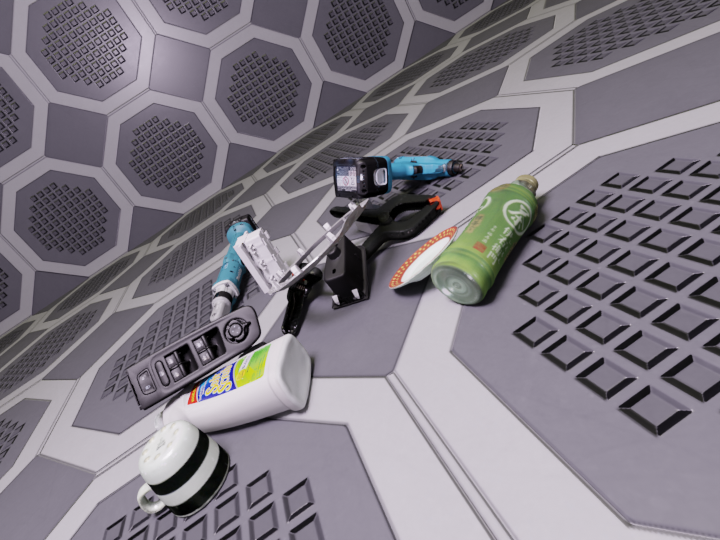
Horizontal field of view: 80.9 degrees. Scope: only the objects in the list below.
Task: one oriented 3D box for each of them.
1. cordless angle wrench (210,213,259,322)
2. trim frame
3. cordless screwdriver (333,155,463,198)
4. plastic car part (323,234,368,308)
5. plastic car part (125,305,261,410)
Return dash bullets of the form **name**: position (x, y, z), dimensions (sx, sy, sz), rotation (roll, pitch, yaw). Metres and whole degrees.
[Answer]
- **cordless angle wrench**: position (-0.303, -0.007, 1.010), dimensions (0.075, 0.094, 0.436), rotation (-26, 30, 8)
- **trim frame**: position (-0.067, -0.044, 0.688), dimensions (0.188, 0.027, 0.246), rotation (-31, 14, 39)
- **cordless screwdriver**: position (0.075, -0.194, 0.835), dimensions (0.240, 0.073, 0.168), rotation (-19, 23, -41)
- **plastic car part**: position (-0.030, -0.008, 0.682), dimensions (0.068, 0.067, 0.120), rotation (-20, 48, 24)
- **plastic car part**: position (-0.234, 0.127, 0.626), dimensions (0.202, 0.069, 0.064), rotation (-31, -23, -4)
